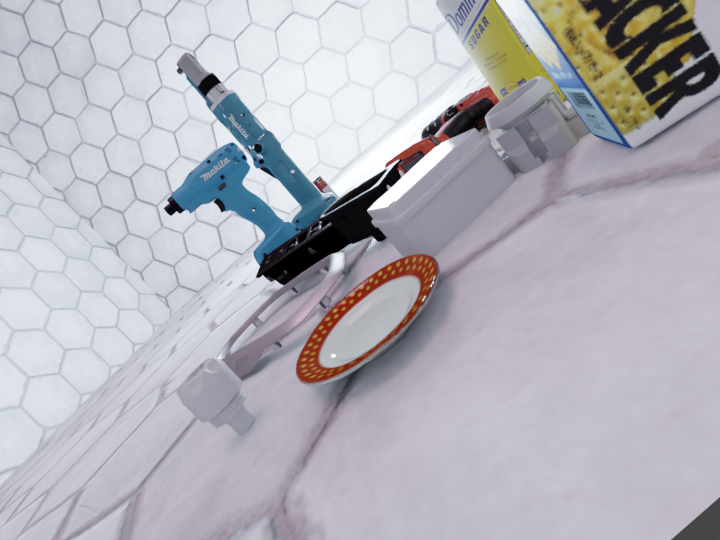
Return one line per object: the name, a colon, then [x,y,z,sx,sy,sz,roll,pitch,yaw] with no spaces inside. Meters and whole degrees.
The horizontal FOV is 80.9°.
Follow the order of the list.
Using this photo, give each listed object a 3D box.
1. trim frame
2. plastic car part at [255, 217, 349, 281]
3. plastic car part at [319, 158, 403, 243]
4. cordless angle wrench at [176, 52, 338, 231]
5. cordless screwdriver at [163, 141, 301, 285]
trim frame: [-0.102,0.057,0.520,0.254,0.027,0.183,-30,18,38]
plastic car part: [-0.061,-0.040,0.620,0.205,0.066,0.067,-36,12,19]
plastic car part: [0.013,-0.069,0.510,0.120,0.069,0.065,-28,17,46]
cordless angle wrench: [-0.181,-0.227,0.782,0.099,0.416,0.074,-37,9,23]
cordless screwdriver: [-0.195,-0.075,0.713,0.158,0.245,0.076,-43,9,-9]
